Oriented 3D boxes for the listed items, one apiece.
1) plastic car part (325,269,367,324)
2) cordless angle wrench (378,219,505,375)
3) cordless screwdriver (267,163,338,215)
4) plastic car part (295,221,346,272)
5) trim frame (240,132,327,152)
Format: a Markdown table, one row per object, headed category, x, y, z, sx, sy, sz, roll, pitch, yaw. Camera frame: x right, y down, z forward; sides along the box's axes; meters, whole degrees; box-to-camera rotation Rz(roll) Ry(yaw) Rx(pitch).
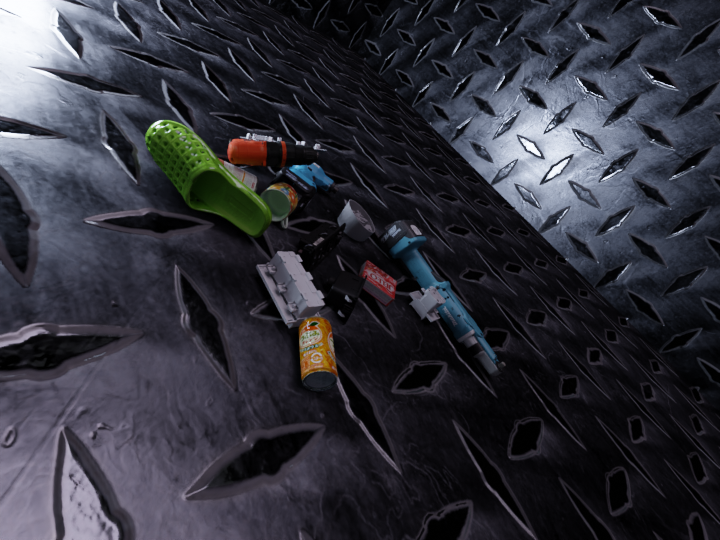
| category | x | y | z | sx | sy | sz | roll | pitch | yaw |
| --- | --- | --- | --- | --- | --- | --- | --- | --- | --- |
| plastic car part | -0.034 | 0.038 | 0.828 | 0.071 | 0.065 | 0.117 | 24 | 27 | -1 |
| cordless angle wrench | 0.198 | 0.063 | 1.029 | 0.071 | 0.099 | 0.438 | -4 | 55 | -52 |
| cordless screwdriver | -0.133 | -0.209 | 1.037 | 0.156 | 0.075 | 0.252 | 34 | 26 | -12 |
| plastic car part | -0.088 | -0.057 | 0.898 | 0.069 | 0.065 | 0.200 | 20 | 27 | 15 |
| trim frame | -0.199 | -0.336 | 1.112 | 0.194 | 0.027 | 0.239 | 18 | 20 | 32 |
